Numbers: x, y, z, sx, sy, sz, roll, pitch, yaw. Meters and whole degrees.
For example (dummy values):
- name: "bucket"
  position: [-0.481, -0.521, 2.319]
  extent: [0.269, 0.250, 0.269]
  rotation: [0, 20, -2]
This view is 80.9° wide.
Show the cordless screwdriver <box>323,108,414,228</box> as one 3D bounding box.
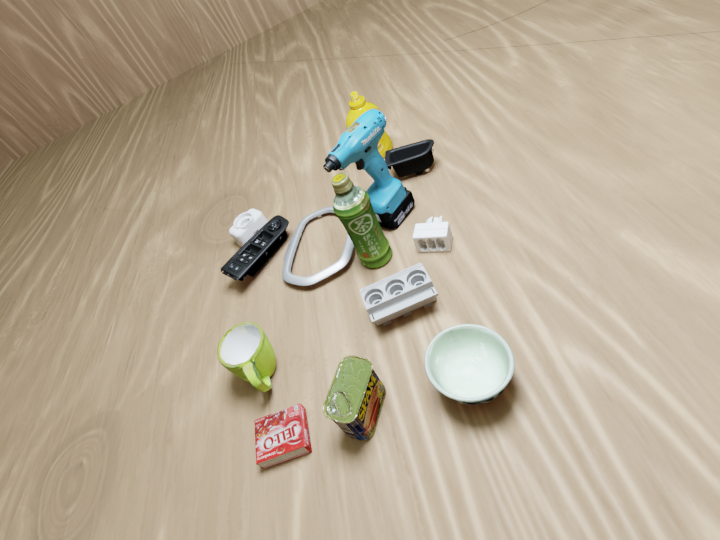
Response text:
- name: "cordless screwdriver"
  position: [0.018, -0.183, 0.866]
  extent: [0.079, 0.236, 0.158]
  rotation: [24, 64, 40]

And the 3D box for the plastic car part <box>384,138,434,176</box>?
- name: "plastic car part"
  position: [0.122, -0.256, 0.998]
  extent: [0.120, 0.067, 0.067]
  rotation: [-9, 47, 21]

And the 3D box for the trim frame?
- name: "trim frame"
  position: [-0.095, -0.062, 0.970]
  extent: [0.190, 0.026, 0.253]
  rotation: [-8, 48, 22]

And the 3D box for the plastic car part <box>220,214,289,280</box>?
- name: "plastic car part"
  position: [-0.236, -0.048, 1.007]
  extent: [0.070, 0.063, 0.202]
  rotation: [16, 60, 37]
